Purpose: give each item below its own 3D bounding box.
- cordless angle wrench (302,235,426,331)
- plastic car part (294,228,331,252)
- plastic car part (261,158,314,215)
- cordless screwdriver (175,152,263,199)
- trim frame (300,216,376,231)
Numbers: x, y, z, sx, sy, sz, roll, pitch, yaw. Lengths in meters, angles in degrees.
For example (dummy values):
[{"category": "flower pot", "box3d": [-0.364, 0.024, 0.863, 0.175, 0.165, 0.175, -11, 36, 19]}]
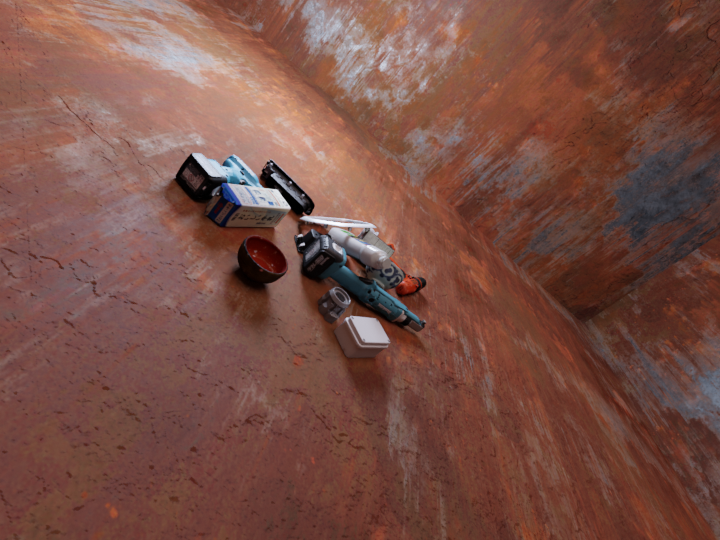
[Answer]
[{"category": "cordless angle wrench", "box3d": [0.026, 0.060, 1.140, 0.405, 0.099, 0.077, 36, 26, -25]}, {"category": "plastic car part", "box3d": [-0.113, -0.074, 1.155, 0.110, 0.071, 0.069, 22, 34, -34]}, {"category": "plastic car part", "box3d": [-0.222, -0.241, 1.273, 0.202, 0.067, 0.067, 42, 35, -3]}, {"category": "cordless screwdriver", "box3d": [-0.333, -0.222, 1.065, 0.161, 0.075, 0.245, 45, 20, 2]}, {"category": "trim frame", "box3d": [-0.064, -0.139, 1.257, 0.194, 0.027, 0.237, 17, 16, 40]}]
